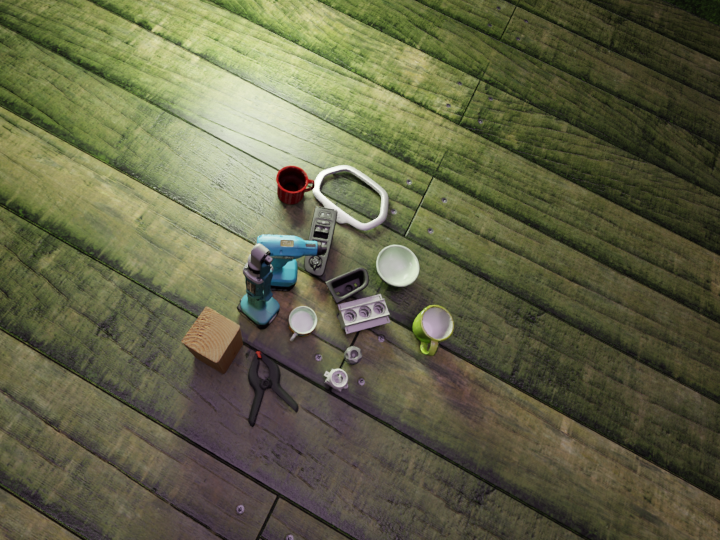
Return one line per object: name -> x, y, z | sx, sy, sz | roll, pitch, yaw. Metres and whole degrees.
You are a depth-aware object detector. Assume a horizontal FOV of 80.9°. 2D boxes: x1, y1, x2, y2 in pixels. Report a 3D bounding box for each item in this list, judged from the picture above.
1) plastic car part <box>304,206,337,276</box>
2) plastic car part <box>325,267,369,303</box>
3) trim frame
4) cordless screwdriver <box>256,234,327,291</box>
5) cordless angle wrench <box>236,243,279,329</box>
plastic car part -> -0.116, -0.076, 1.182 | 0.066, 0.066, 0.206 | 12, 66, -6
plastic car part -> -0.034, 0.044, 1.140 | 0.114, 0.070, 0.068 | -25, 75, -18
trim frame -> -0.028, -0.223, 1.280 | 0.253, 0.027, 0.183 | 37, 67, 8
cordless screwdriver -> -0.177, -0.018, 1.050 | 0.157, 0.247, 0.076 | 3, 69, -11
cordless angle wrench -> -0.223, 0.035, 0.925 | 0.099, 0.420, 0.074 | 39, 66, 3
